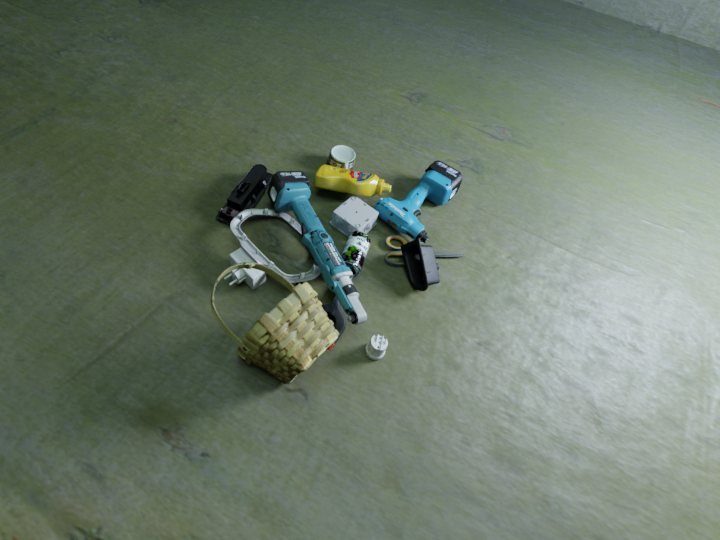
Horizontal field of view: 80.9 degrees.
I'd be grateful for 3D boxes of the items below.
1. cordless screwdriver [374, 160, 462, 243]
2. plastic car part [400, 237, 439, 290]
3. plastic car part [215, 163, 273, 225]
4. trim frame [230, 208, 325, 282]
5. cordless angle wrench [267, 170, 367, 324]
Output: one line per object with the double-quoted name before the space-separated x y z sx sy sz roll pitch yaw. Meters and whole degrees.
"cordless screwdriver" 0.173 -0.176 1.099 0.245 0.072 0.166 -38 65 -25
"plastic car part" 0.149 -0.013 0.982 0.068 0.068 0.118 -8 79 -32
"plastic car part" -0.288 -0.201 1.065 0.068 0.065 0.204 18 51 11
"trim frame" -0.188 -0.066 0.976 0.258 0.027 0.179 44 46 19
"cordless angle wrench" -0.093 -0.061 0.950 0.094 0.074 0.443 -8 52 -33
